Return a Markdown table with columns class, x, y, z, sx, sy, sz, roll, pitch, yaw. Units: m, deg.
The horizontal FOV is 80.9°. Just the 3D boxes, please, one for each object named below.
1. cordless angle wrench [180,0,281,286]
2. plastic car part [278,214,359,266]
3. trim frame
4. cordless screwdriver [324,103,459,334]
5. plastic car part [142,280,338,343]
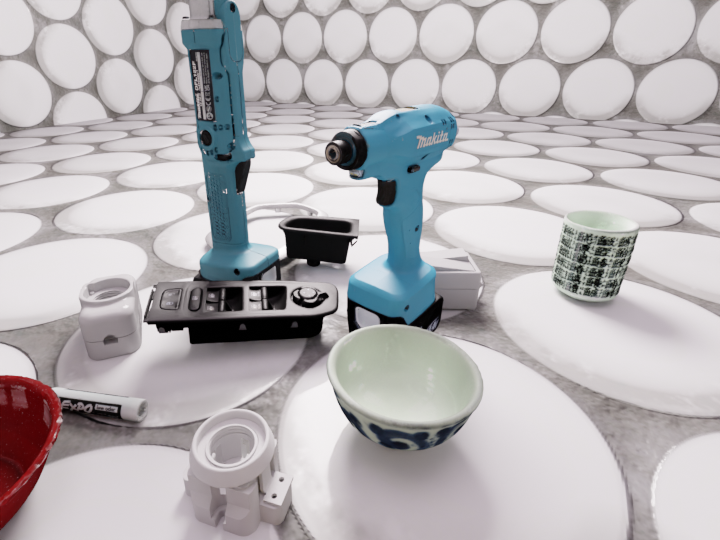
| class | x | y | z | sx | sy | sz | roll | pitch | yaw |
| --- | --- | --- | --- | --- | --- | --- | --- | --- | --- |
| cordless angle wrench | -0.149 | -0.147 | 0.461 | 0.102 | 0.413 | 0.073 | 13 | 27 | 23 |
| plastic car part | -0.061 | -0.040 | 0.627 | 0.118 | 0.069 | 0.067 | 3 | 26 | 5 |
| trim frame | -0.155 | -0.071 | 0.735 | 0.190 | 0.027 | 0.247 | 9 | 29 | 17 |
| cordless screwdriver | 0.025 | -0.028 | 0.413 | 0.078 | 0.243 | 0.154 | 21 | 32 | 35 |
| plastic car part | -0.121 | 0.049 | 0.460 | 0.200 | 0.065 | 0.069 | -5 | 27 | -8 |
